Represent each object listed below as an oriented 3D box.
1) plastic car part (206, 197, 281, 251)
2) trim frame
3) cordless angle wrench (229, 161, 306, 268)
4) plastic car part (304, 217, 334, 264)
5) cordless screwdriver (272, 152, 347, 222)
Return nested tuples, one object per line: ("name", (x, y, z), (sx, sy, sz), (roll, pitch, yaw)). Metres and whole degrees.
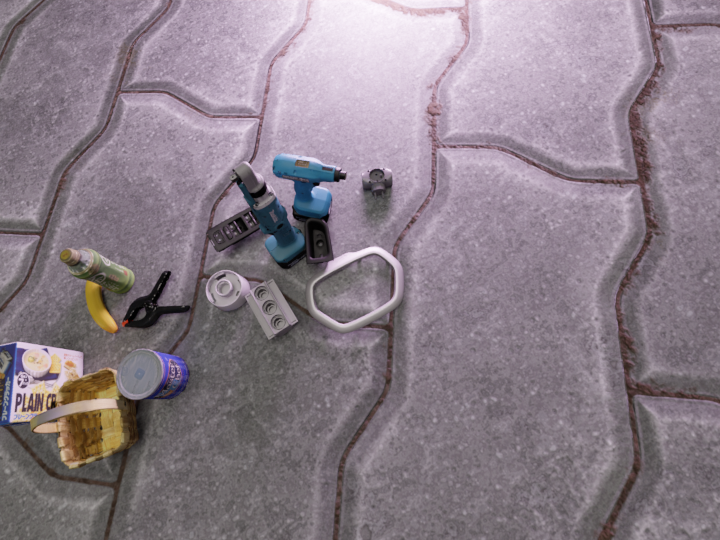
("plastic car part", (-0.288, -0.116, 1.088), (0.202, 0.065, 0.068), (-33, 72, -5))
("trim frame", (-0.013, 0.042, 1.015), (0.248, 0.027, 0.190), (-29, 69, -3))
("cordless angle wrench", (-0.185, -0.110, 0.887), (0.097, 0.411, 0.077), (-37, 75, -8))
("plastic car part", (-0.102, -0.067, 1.043), (0.066, 0.069, 0.119), (-8, 70, 2))
("cordless screwdriver", (-0.104, -0.186, 0.993), (0.162, 0.242, 0.075), (12, 74, 8))
